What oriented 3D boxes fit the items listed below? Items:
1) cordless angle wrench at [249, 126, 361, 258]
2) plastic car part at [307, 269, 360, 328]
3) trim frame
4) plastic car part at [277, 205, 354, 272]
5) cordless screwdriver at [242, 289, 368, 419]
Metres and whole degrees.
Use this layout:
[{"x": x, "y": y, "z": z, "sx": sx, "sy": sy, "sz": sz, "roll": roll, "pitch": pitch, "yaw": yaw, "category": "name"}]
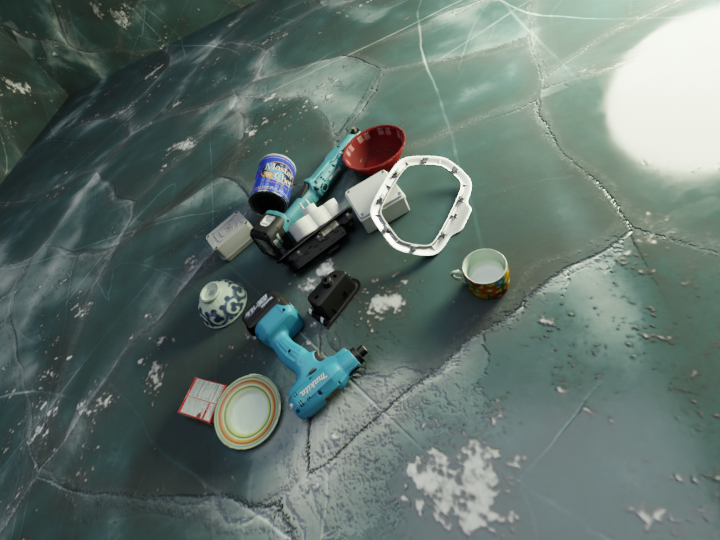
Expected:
[{"x": -0.110, "y": -0.212, "z": 1.056, "sx": 0.078, "sy": 0.093, "sz": 0.422, "roll": 15, "pitch": 60, "yaw": 35, "category": "cordless angle wrench"}, {"x": -0.060, "y": 0.043, "z": 0.836, "sx": 0.070, "sy": 0.067, "sz": 0.116, "roll": 29, "pitch": 75, "yaw": 38, "category": "plastic car part"}, {"x": 0.129, "y": -0.141, "z": 0.863, "sx": 0.188, "sy": 0.027, "sz": 0.248, "roll": 27, "pitch": 66, "yaw": 10, "category": "trim frame"}, {"x": -0.092, "y": -0.060, "z": 0.940, "sx": 0.203, "sy": 0.067, "sz": 0.066, "roll": -33, "pitch": 2, "yaw": -1, "category": "plastic car part"}, {"x": -0.109, "y": 0.131, "z": 0.793, "sx": 0.159, "sy": 0.070, "sz": 0.263, "roll": -42, "pitch": 50, "yaw": -5, "category": "cordless screwdriver"}]
